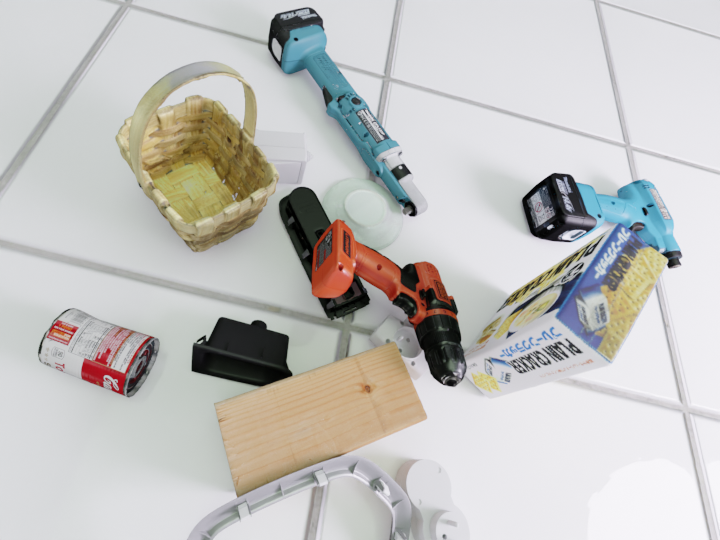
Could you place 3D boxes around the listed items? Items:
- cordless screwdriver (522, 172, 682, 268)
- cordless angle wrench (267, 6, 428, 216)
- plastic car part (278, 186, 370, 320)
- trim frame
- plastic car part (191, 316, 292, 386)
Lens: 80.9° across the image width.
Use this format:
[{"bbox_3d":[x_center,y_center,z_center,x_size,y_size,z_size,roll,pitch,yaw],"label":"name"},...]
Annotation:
[{"bbox_3d":[0.403,-0.078,0.690,0.243,0.074,0.164,0,64,-16],"label":"cordless screwdriver"},{"bbox_3d":[-0.017,-0.265,0.707,0.096,0.074,0.435,-26,73,-23],"label":"cordless angle wrench"},{"bbox_3d":[-0.057,-0.038,0.588,0.065,0.065,0.210,-24,68,-11],"label":"plastic car part"},{"bbox_3d":[-0.057,0.279,0.403,0.242,0.029,0.181,-15,103,-20],"label":"trim frame"},{"bbox_3d":[-0.137,0.092,0.509,0.115,0.065,0.073,12,48,-9],"label":"plastic car part"}]
